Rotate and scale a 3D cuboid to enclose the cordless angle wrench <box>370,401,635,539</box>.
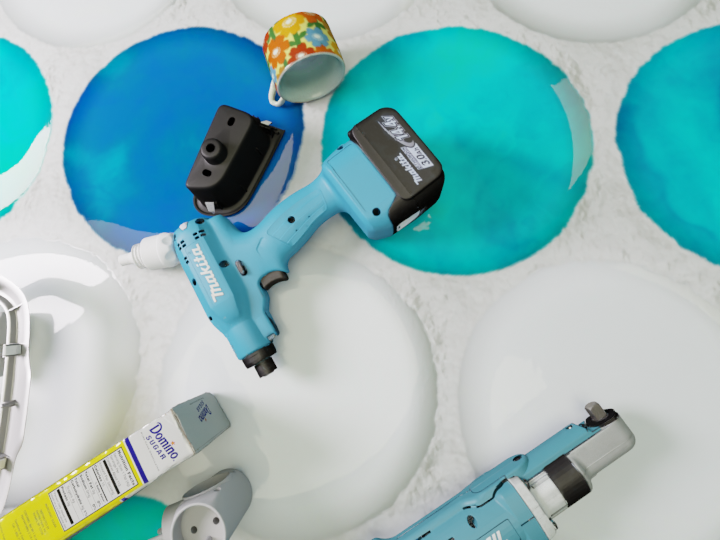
[{"bbox_3d":[0.042,0.241,0.336,0.422,0.073,0.100,-32,80,-3],"label":"cordless angle wrench"}]

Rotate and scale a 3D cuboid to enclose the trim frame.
[{"bbox_3d":[-0.376,0.117,0.378,0.186,0.027,0.251,1,80,6],"label":"trim frame"}]

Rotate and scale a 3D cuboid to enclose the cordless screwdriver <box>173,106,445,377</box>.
[{"bbox_3d":[-0.038,-0.025,0.392,0.249,0.073,0.162,-31,79,3],"label":"cordless screwdriver"}]

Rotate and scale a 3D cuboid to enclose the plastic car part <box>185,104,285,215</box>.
[{"bbox_3d":[-0.132,-0.113,0.417,0.067,0.069,0.117,22,80,7],"label":"plastic car part"}]
